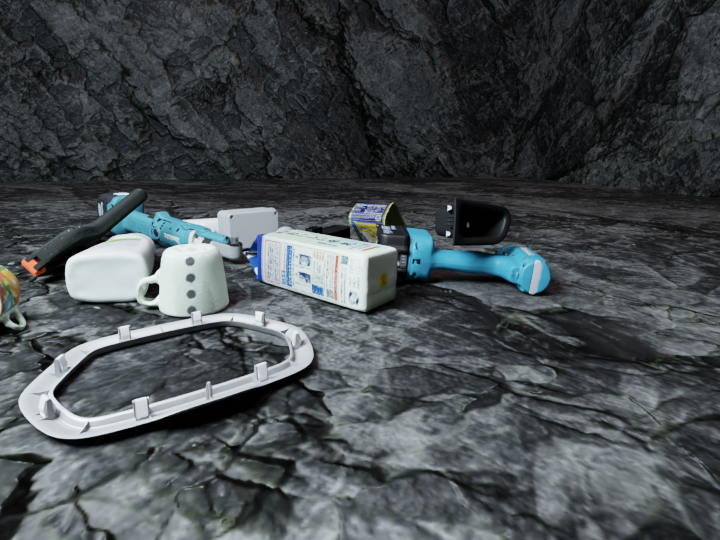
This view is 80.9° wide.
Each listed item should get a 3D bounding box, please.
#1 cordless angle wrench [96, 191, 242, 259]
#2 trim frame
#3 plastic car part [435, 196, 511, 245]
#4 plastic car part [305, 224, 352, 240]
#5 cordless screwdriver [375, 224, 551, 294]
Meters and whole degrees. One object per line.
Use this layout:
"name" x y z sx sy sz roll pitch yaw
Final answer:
"cordless angle wrench" -0.385 -0.081 0.844 0.445 0.096 0.072 16 20 33
"trim frame" -0.162 0.079 0.387 0.238 0.027 0.194 -9 19 -34
"plastic car part" 0.156 -0.069 0.626 0.111 0.066 0.074 0 4 -34
"plastic car part" -0.076 -0.050 0.779 0.069 0.066 0.195 2 11 35
"cordless screwdriver" 0.147 -0.023 0.667 0.253 0.073 0.159 7 16 7
